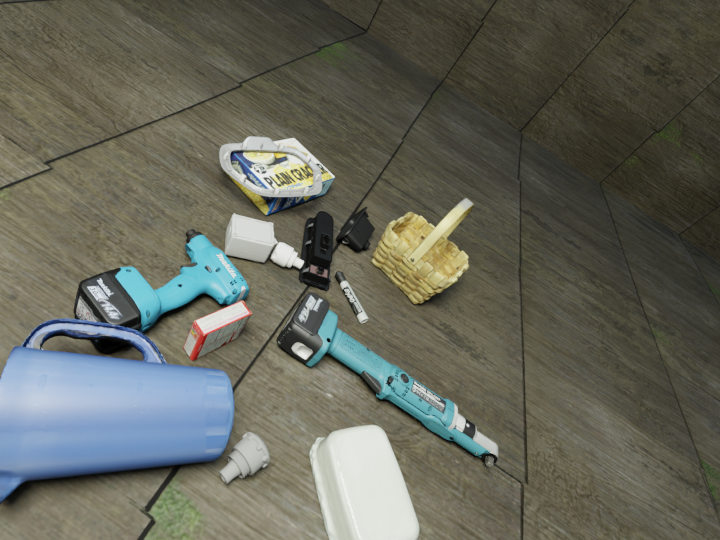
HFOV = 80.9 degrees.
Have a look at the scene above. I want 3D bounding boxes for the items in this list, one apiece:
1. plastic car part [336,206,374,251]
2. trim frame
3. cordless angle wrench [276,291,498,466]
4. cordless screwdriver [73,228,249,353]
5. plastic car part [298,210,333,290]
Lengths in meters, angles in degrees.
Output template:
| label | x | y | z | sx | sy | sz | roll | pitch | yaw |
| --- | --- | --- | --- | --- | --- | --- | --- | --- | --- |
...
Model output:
| label | x | y | z | sx | sy | sz | roll | pitch | yaw |
| --- | --- | --- | --- | --- | --- | --- | --- | --- | --- |
| plastic car part | -0.005 | -0.083 | 0.977 | 0.069 | 0.067 | 0.117 | 43 | 41 | -13 |
| trim frame | -0.186 | -0.226 | 0.918 | 0.238 | 0.027 | 0.192 | -11 | 55 | -38 |
| cordless angle wrench | 0.058 | 0.195 | 0.717 | 0.422 | 0.074 | 0.098 | 34 | 39 | -2 |
| cordless screwdriver | -0.309 | 0.015 | 0.659 | 0.164 | 0.074 | 0.240 | 47 | 37 | 16 |
| plastic car part | -0.087 | -0.057 | 0.891 | 0.065 | 0.066 | 0.209 | 13 | 40 | -15 |
